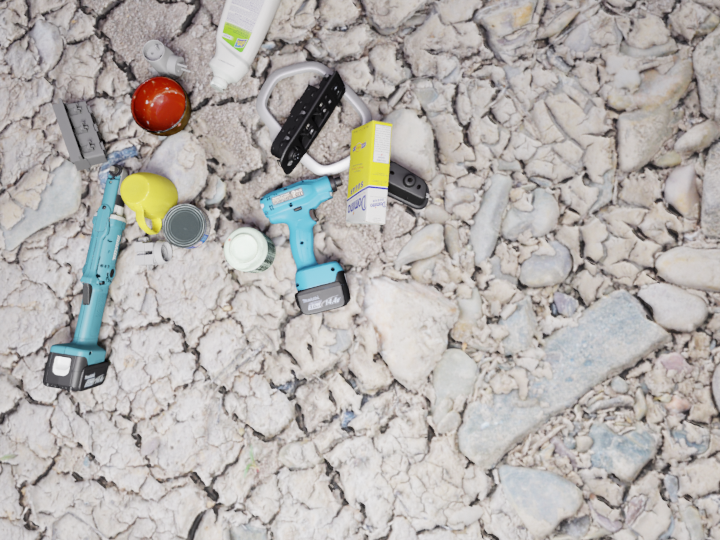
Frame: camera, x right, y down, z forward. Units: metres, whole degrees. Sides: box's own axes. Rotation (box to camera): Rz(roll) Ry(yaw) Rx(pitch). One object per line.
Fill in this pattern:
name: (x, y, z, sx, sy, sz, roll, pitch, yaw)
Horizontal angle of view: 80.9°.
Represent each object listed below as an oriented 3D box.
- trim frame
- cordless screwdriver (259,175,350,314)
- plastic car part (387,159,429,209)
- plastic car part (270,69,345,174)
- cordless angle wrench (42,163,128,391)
trim frame: (-0.092, -0.299, 0.828, 0.184, 0.027, 0.250, -43, 86, -1)
cordless screwdriver: (-0.077, -0.050, 0.785, 0.160, 0.073, 0.252, -20, 82, 2)
plastic car part: (0.080, -0.163, 0.784, 0.118, 0.070, 0.066, 30, 89, 7)
plastic car part: (-0.106, -0.278, 0.787, 0.069, 0.064, 0.203, 28, 88, 12)
cordless angle wrench: (-0.500, 0.003, 0.806, 0.075, 0.097, 0.425, 7, 82, 0)
